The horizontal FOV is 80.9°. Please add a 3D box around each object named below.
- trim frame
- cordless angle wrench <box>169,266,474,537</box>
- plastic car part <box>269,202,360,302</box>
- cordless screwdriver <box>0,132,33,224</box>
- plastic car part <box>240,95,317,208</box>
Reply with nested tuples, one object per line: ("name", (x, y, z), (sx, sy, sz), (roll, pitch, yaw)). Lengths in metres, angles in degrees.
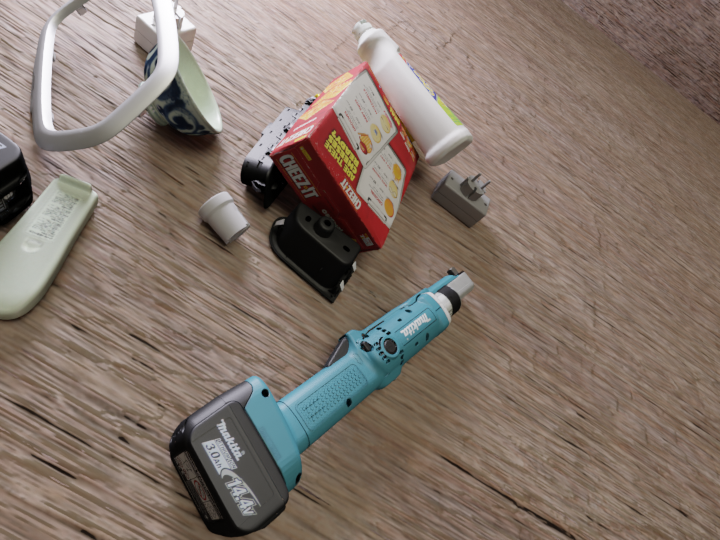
("trim frame", (-0.277, -0.226, 0.448), (0.185, 0.026, 0.257), (-21, 66, 5))
("cordless angle wrench", (0.014, 0.089, 0.448), (0.410, 0.075, 0.100), (-28, 78, -42))
("plastic car part", (-0.048, -0.031, 0.491), (0.116, 0.072, 0.066), (41, 47, -5))
("cordless screwdriver", (-0.383, -0.031, 0.299), (0.157, 0.075, 0.250), (31, 53, -9))
("plastic car part", (-0.102, -0.166, 0.559), (0.067, 0.065, 0.206), (19, 50, -3))
